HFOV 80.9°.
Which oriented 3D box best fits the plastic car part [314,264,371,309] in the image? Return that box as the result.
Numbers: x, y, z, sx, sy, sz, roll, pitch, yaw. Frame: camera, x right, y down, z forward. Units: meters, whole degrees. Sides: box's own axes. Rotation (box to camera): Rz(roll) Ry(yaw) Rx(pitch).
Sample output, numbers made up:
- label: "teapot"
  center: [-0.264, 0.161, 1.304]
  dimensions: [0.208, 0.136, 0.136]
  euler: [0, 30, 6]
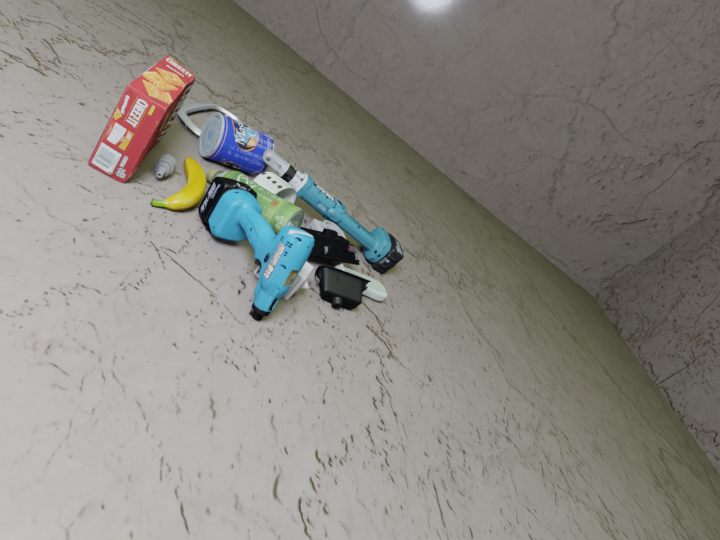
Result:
- label: "plastic car part"
  center: [-0.041, 0.042, 0.842]
  dimensions: [0.111, 0.067, 0.073]
  euler: [20, 47, -30]

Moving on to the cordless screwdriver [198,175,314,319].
- label: "cordless screwdriver"
  center: [-0.191, -0.046, 0.715]
  dimensions: [0.070, 0.159, 0.263]
  euler: [12, 23, -51]

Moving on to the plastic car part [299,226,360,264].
- label: "plastic car part"
  center: [-0.088, -0.057, 0.895]
  dimensions: [0.194, 0.066, 0.070]
  euler: [6, 27, -31]

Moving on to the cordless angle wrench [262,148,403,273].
- label: "cordless angle wrench"
  center: [-0.066, -0.145, 1.016]
  dimensions: [0.406, 0.075, 0.101]
  euler: [38, 25, -23]

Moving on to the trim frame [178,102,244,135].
- label: "trim frame"
  center: [-0.369, -0.375, 1.090]
  dimensions: [0.182, 0.028, 0.250]
  euler: [38, 28, -7]
